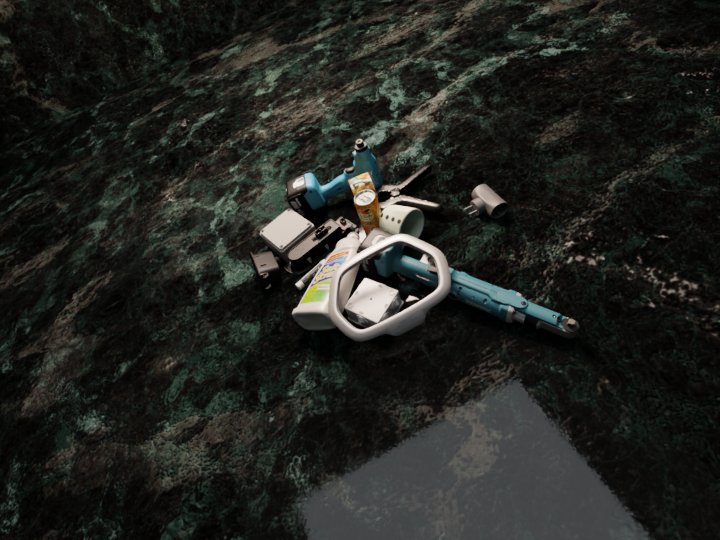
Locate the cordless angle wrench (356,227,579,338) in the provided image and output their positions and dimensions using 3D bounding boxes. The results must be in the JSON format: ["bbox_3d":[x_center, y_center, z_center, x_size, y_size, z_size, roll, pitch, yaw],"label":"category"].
[{"bbox_3d":[0.190,0.028,0.824,0.445,0.093,0.074,24,62,31],"label":"cordless angle wrench"}]

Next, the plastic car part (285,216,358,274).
[{"bbox_3d":[-0.101,-0.066,1.032,0.202,0.064,0.070,-42,57,-11],"label":"plastic car part"}]

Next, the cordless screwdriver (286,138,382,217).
[{"bbox_3d":[-0.076,-0.238,1.100,0.252,0.151,0.077,-17,47,9],"label":"cordless screwdriver"}]

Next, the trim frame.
[{"bbox_3d":[0.050,0.032,0.814,0.249,0.026,0.192,-30,60,4],"label":"trim frame"}]

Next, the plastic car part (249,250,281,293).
[{"bbox_3d":[-0.228,-0.012,1.042,0.070,0.064,0.122,-16,43,-13],"label":"plastic car part"}]
